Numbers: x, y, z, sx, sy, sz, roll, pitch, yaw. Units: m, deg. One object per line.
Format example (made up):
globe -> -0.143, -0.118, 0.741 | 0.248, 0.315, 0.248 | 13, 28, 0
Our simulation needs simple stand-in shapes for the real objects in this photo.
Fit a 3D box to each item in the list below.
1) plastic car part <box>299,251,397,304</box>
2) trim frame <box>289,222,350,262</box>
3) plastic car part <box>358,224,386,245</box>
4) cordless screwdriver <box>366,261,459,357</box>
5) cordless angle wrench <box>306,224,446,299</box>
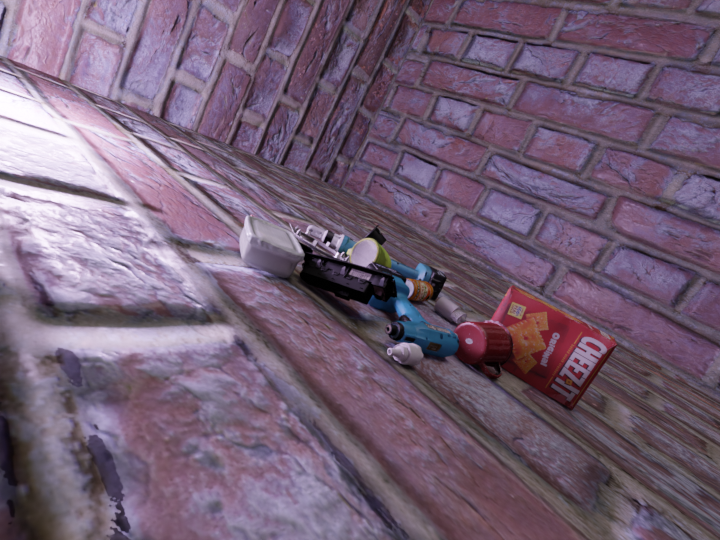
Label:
plastic car part -> -0.035, 0.019, 0.801 | 0.213, 0.067, 0.063 | 20, -26, 30
trim frame -> -0.108, -0.071, 1.103 | 0.180, 0.027, 0.254 | 28, 7, -13
plastic car part -> 0.031, -0.076, 1.300 | 0.071, 0.117, 0.065 | 51, 13, -2
cordless screwdriver -> 0.067, 0.071, 0.840 | 0.151, 0.074, 0.262 | 18, 19, -33
cordless angle wrench -> 0.038, -0.039, 1.237 | 0.423, 0.074, 0.098 | 23, 12, 0
